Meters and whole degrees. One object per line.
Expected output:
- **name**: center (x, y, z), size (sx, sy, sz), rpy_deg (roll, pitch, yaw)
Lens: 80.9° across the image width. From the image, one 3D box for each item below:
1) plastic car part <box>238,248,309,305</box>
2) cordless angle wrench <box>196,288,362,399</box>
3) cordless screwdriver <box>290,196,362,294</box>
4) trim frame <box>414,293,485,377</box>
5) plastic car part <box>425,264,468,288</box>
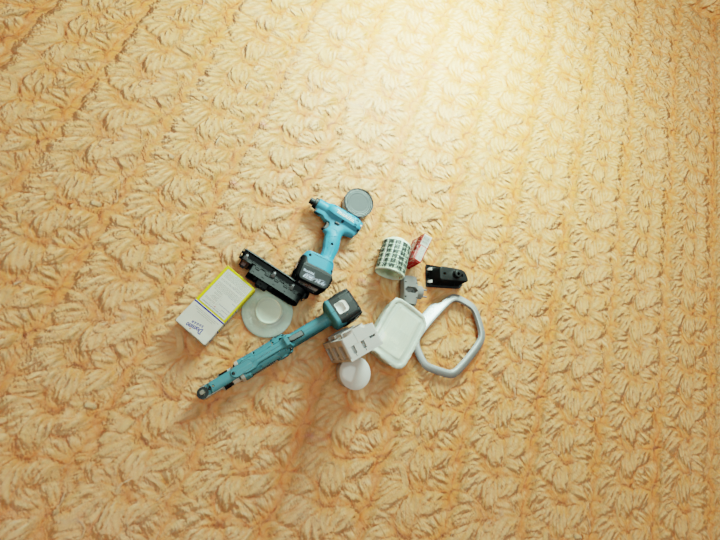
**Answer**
- **plastic car part**: center (-0.217, 0.025, 1.046), size (0.199, 0.067, 0.068), rpy_deg (30, 51, -9)
- **cordless angle wrench**: center (-0.191, 0.183, 1.007), size (0.416, 0.097, 0.076), rpy_deg (-30, 76, -18)
- **cordless screwdriver**: center (-0.109, -0.071, 1.113), size (0.157, 0.075, 0.250), rpy_deg (30, 64, -7)
- **trim frame**: center (0.245, 0.178, 1.167), size (0.184, 0.028, 0.246), rpy_deg (47, 69, 0)
- **plastic car part**: center (0.251, 0.015, 1.193), size (0.114, 0.071, 0.067), rpy_deg (6, 75, -13)
